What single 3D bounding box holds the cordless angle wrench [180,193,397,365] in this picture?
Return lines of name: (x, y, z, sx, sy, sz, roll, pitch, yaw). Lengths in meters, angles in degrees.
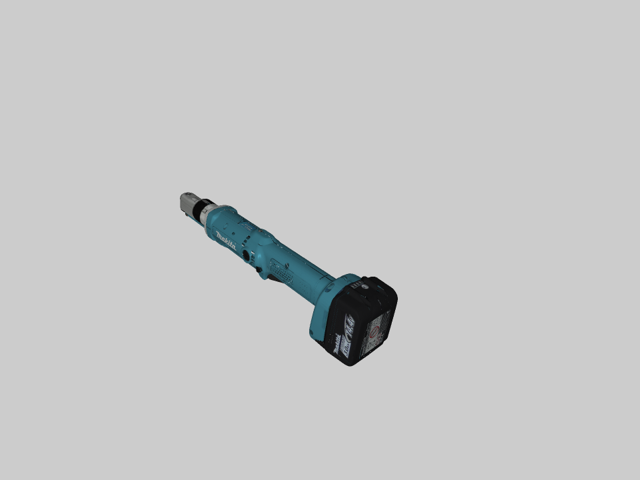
cordless angle wrench: (-0.085, 0.017, 0.612, 0.423, 0.098, 0.074, 31, 37, 34)
